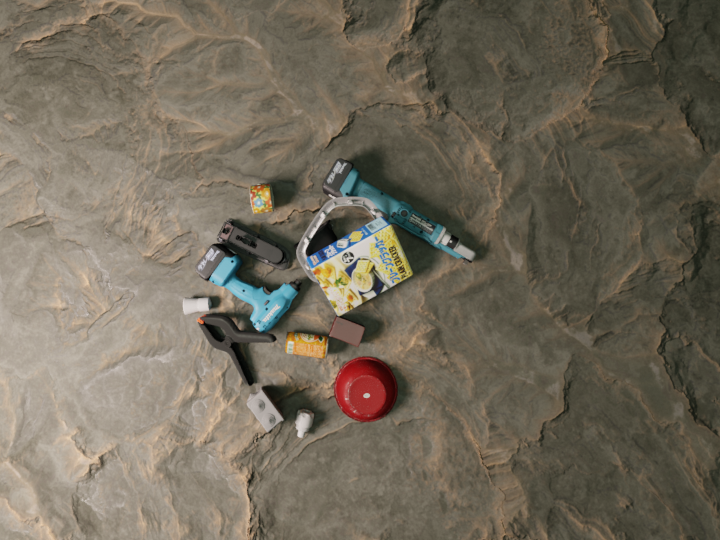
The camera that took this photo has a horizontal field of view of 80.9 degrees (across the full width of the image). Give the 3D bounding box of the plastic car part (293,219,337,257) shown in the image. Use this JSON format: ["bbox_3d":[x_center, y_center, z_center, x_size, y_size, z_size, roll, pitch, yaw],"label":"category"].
[{"bbox_3d":[-0.106,-0.069,1.080,0.116,0.067,0.069,-35,102,-4],"label":"plastic car part"}]

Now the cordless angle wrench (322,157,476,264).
[{"bbox_3d":[0.103,-0.140,1.070,0.425,0.074,0.098,30,87,2],"label":"cordless angle wrench"}]

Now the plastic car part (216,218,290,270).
[{"bbox_3d":[-0.272,-0.067,1.084,0.204,0.067,0.066,26,80,1],"label":"plastic car part"}]

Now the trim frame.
[{"bbox_3d":[-0.047,-0.070,1.042,0.177,0.029,0.248,29,103,-23],"label":"trim frame"}]

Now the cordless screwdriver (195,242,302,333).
[{"bbox_3d":[-0.281,0.022,1.069,0.249,0.074,0.159,41,87,1],"label":"cordless screwdriver"}]
